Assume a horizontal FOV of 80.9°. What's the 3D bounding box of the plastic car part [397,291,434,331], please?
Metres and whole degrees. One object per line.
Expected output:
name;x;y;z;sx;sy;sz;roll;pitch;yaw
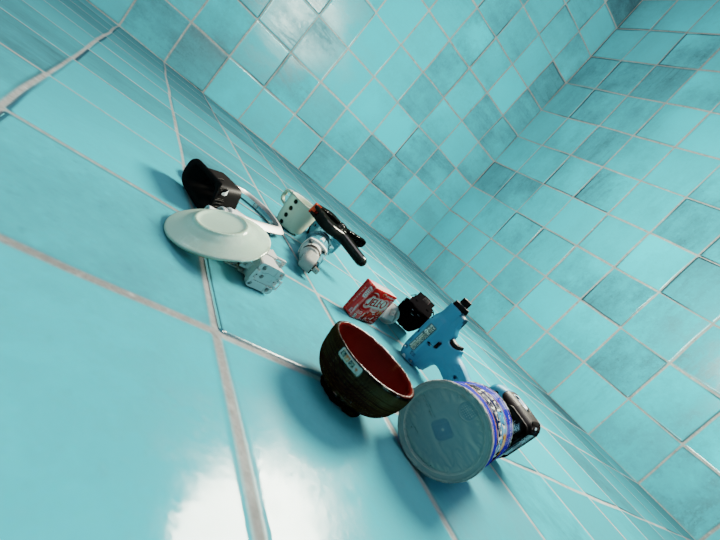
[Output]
plastic car part;0.115;0.087;0.922;0.067;0.067;0.201;38;-20;5

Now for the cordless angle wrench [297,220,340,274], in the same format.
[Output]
cordless angle wrench;-0.093;-0.061;0.956;0.097;0.074;0.425;40;11;-7

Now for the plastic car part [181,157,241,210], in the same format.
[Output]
plastic car part;-0.231;-0.133;0.677;0.067;0.066;0.123;7;31;-46

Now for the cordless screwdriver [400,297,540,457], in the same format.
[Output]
cordless screwdriver;0.195;0.174;0.724;0.070;0.160;0.263;31;15;-48

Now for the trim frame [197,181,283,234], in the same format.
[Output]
trim frame;-0.238;-0.132;0.825;0.190;0.027;0.240;44;11;14
